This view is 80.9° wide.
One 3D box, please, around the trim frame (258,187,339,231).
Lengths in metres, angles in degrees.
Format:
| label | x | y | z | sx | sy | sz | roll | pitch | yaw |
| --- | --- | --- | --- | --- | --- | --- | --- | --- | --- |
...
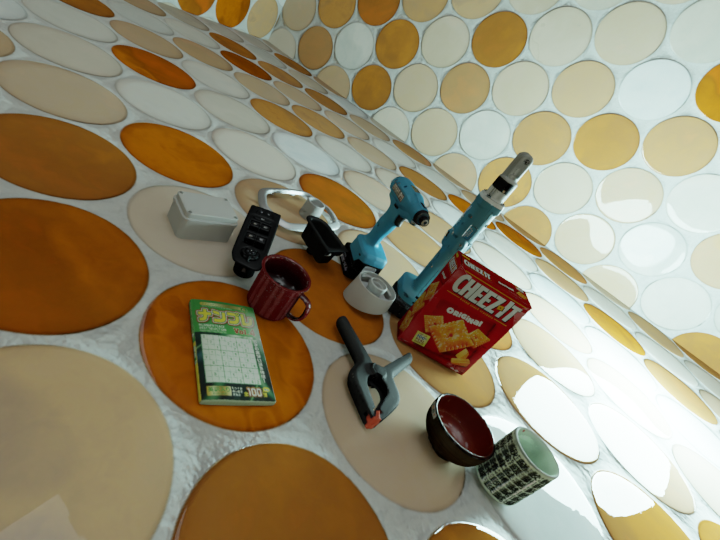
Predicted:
| label | x | y | z | sx | sy | sz | roll | pitch | yaw |
| --- | --- | --- | --- | --- | --- | --- | --- | --- | --- |
| trim frame | -0.156 | -0.151 | 1.076 | 0.237 | 0.027 | 0.193 | -6 | 47 | -51 |

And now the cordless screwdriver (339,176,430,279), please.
| label | x | y | z | sx | sy | sz | roll | pitch | yaw |
| --- | --- | --- | --- | --- | --- | --- | --- | --- | --- |
| cordless screwdriver | 0.054 | -0.071 | 0.926 | 0.071 | 0.249 | 0.166 | 20 | 31 | -29 |

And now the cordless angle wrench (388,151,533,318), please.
| label | x | y | z | sx | sy | sz | roll | pitch | yaw |
| --- | --- | --- | --- | --- | --- | --- | --- | --- | --- |
| cordless angle wrench | 0.201 | -0.062 | 0.875 | 0.073 | 0.423 | 0.099 | 32 | 27 | -8 |

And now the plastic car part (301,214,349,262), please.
| label | x | y | z | sx | sy | sz | roll | pitch | yaw |
| --- | --- | --- | --- | --- | --- | --- | --- | --- | --- |
| plastic car part | -0.093 | -0.061 | 0.948 | 0.063 | 0.071 | 0.122 | 2 | 41 | -46 |

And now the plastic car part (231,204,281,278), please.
| label | x | y | z | sx | sy | sz | roll | pitch | yaw |
| --- | --- | --- | --- | --- | --- | --- | --- | --- | --- |
| plastic car part | -0.209 | -0.053 | 0.818 | 0.064 | 0.067 | 0.208 | 26 | 28 | -17 |
